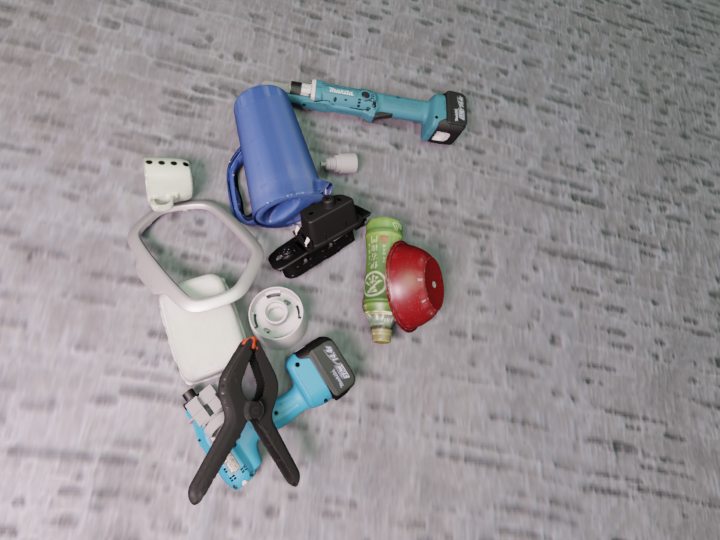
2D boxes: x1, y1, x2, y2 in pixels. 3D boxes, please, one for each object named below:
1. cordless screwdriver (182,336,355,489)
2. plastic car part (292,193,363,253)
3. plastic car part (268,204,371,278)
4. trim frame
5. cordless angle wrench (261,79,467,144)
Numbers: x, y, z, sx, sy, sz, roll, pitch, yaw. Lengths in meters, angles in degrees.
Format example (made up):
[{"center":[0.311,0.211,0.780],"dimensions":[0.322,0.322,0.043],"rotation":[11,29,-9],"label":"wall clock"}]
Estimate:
[{"center":[-0.142,0.191,0.663],"dimensions":[0.246,0.074,0.161],"rotation":[-36,83,-16],"label":"cordless screwdriver"},{"center":[-0.057,-0.093,0.715],"dimensions":[0.115,0.068,0.070],"rotation":[-31,51,-14],"label":"plastic car part"},{"center":[-0.074,-0.049,0.762],"dimensions":[0.199,0.064,0.070],"rotation":[-31,46,-22],"label":"plastic car part"},{"center":[-0.272,-0.033,0.691],"dimensions":[0.181,0.027,0.259],"rotation":[-36,64,-28],"label":"trim frame"},{"center":[0.005,-0.344,0.874],"dimensions":[0.417,0.074,0.099],"rotation":[7,71,-8],"label":"cordless angle wrench"}]
